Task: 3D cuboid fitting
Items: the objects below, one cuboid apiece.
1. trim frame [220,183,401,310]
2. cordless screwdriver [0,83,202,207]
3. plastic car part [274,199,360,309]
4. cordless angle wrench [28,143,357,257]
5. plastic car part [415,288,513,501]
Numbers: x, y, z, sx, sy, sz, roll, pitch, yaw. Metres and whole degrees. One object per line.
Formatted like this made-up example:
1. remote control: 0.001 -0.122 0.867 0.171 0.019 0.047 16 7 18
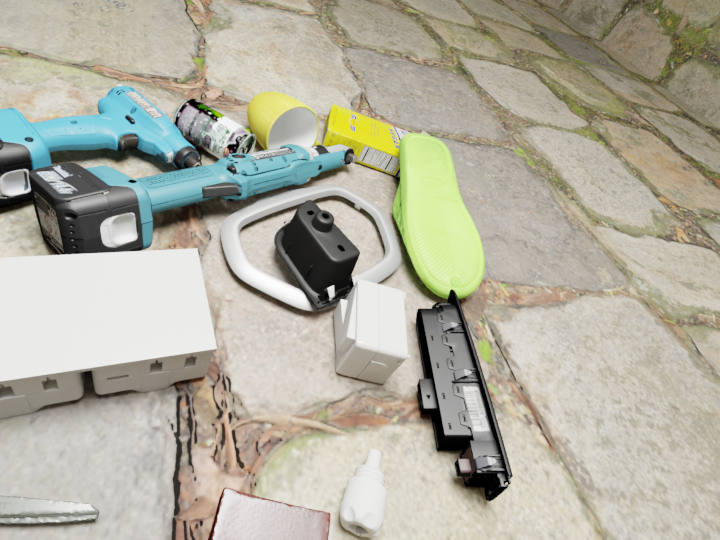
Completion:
1. trim frame: -0.054 -0.041 0.530 0.241 0.027 0.191 -28 65 -37
2. cordless screwdriver: -0.314 -0.135 0.475 0.163 0.074 0.244 38 42 12
3. plastic car part: -0.045 -0.029 0.460 0.064 0.071 0.121 -20 63 -39
4. cordless angle wrench: -0.151 -0.114 0.521 0.103 0.073 0.410 28 37 29
5. plastic car part: 0.091 0.112 0.430 0.068 0.064 0.209 -4 48 5
